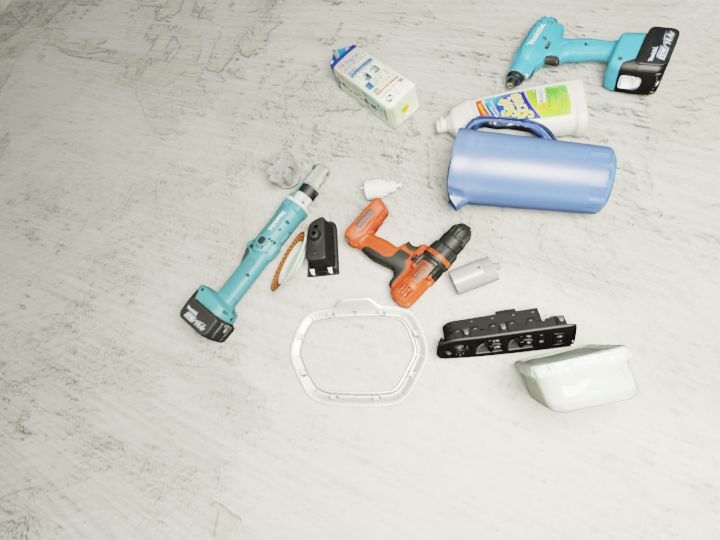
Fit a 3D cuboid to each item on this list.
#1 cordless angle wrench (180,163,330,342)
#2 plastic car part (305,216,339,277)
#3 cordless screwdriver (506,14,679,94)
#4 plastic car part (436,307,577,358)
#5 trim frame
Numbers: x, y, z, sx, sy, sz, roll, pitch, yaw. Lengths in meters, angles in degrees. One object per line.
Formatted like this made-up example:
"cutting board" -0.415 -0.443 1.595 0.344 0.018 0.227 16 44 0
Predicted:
"cordless angle wrench" -0.194 -0.051 0.864 0.103 0.071 0.422 32 80 26
"plastic car part" -0.080 -0.053 0.822 0.067 0.068 0.119 -7 70 14
"cordless screwdriver" 0.412 -0.382 0.780 0.262 0.070 0.159 28 81 30
"plastic car part" 0.216 0.096 0.662 0.207 0.063 0.069 -14 56 13
"trim frame" -0.009 0.140 0.743 0.256 0.026 0.188 -5 67 19
